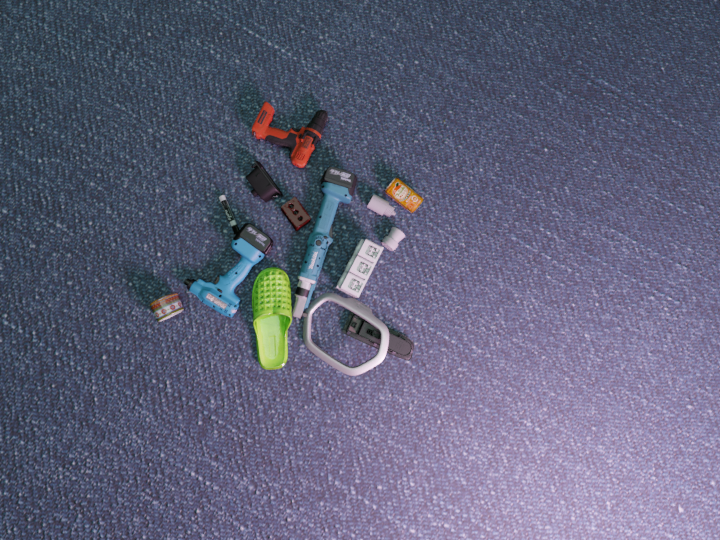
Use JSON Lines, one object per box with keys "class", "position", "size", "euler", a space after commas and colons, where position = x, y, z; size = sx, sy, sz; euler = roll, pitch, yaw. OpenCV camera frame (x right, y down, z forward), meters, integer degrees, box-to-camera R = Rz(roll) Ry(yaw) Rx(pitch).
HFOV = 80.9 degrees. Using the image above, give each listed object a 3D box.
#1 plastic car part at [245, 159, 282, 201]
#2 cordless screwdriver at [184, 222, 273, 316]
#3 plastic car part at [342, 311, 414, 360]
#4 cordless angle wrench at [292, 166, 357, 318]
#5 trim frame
{"class": "plastic car part", "position": [-0.282, -0.243, 1.198], "size": [0.071, 0.065, 0.117], "euler": [-33, 89, 7]}
{"class": "cordless screwdriver", "position": [-0.355, -0.016, 1.150], "size": [0.160, 0.074, 0.249], "euler": [31, 85, 1]}
{"class": "plastic car part", "position": [0.058, 0.180, 1.147], "size": [0.202, 0.067, 0.066], "euler": [26, 75, -2]}
{"class": "cordless angle wrench", "position": [-0.115, -0.075, 1.173], "size": [0.098, 0.074, 0.424], "euler": [17, 83, -2]}
{"class": "trim frame", "position": [-0.043, 0.164, 1.125], "size": [0.259, 0.026, 0.184], "euler": [28, 85, 23]}
